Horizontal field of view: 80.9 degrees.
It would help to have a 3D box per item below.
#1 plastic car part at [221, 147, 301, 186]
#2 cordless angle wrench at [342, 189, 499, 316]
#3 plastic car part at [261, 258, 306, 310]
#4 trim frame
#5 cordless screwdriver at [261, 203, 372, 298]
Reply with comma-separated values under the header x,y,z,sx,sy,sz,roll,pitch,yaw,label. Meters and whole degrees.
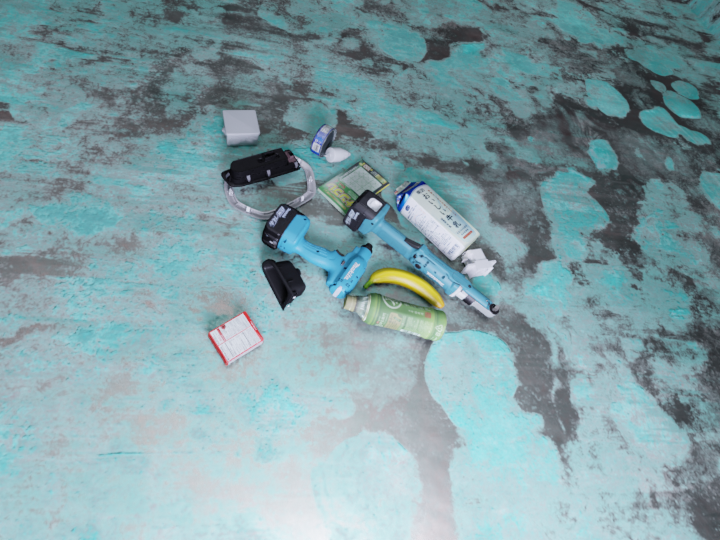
x,y,z,sx,sy,sz,roll,pitch,yaw,label
-0.245,-0.260,1.052,0.199,0.067,0.068,-25,77,-22,plastic car part
0.150,-0.029,1.016,0.428,0.097,0.074,39,58,6,cordless angle wrench
-0.161,0.018,0.934,0.068,0.066,0.121,-11,59,-37,plastic car part
-0.226,-0.223,1.078,0.244,0.027,0.190,-32,70,-25,trim frame
-0.096,-0.063,0.985,0.251,0.074,0.158,35,58,4,cordless screwdriver
